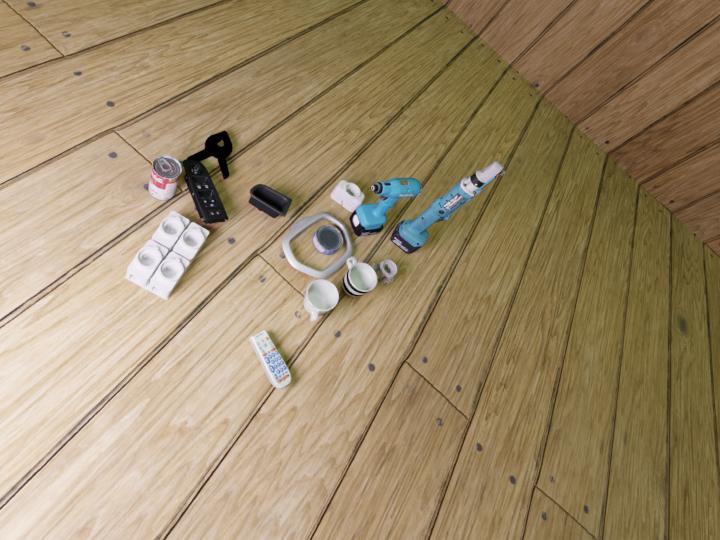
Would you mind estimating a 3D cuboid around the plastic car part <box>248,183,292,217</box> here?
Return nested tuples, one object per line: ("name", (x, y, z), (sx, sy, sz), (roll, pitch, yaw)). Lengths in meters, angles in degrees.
("plastic car part", (-0.261, -0.188, 1.181), (0.114, 0.072, 0.067), (28, 54, -14))

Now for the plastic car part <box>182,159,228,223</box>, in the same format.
("plastic car part", (-0.414, -0.202, 1.108), (0.064, 0.068, 0.208), (-14, 70, -35))

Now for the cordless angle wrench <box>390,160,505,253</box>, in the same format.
("cordless angle wrench", (0.243, -0.183, 1.225), (0.097, 0.429, 0.074), (40, 52, -8))

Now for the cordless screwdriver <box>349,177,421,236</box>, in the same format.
("cordless screwdriver", (0.046, -0.187, 1.233), (0.153, 0.252, 0.076), (-7, 71, -34))

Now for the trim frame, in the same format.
("trim frame", (-0.119, -0.078, 1.222), (0.185, 0.028, 0.244), (46, 52, 2))
